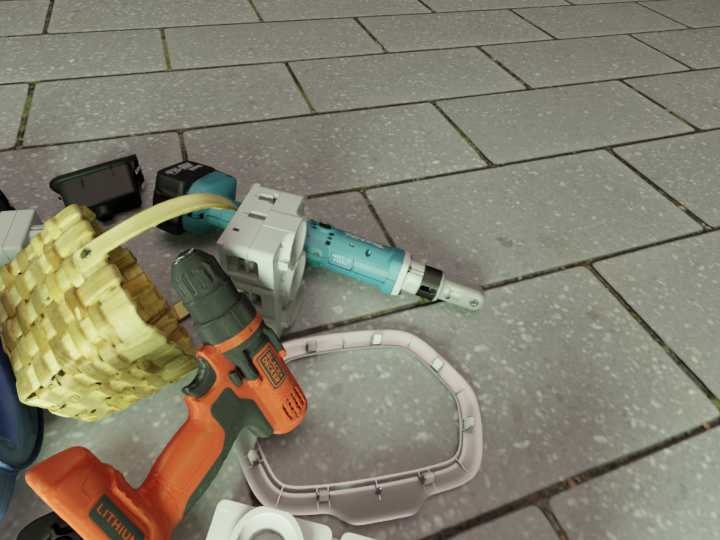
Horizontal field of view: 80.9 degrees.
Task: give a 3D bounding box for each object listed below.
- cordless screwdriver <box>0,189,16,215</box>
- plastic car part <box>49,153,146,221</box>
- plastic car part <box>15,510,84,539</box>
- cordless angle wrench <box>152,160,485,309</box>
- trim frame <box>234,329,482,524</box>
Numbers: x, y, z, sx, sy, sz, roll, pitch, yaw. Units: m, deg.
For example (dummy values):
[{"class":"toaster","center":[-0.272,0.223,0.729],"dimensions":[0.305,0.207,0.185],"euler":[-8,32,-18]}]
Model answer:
[{"class":"cordless screwdriver","center":[-0.517,-0.010,0.475],"dimensions":[0.165,0.072,0.247],"euler":[27,56,16]},{"class":"plastic car part","center":[-0.351,-0.102,0.580],"dimensions":[0.114,0.065,0.073],"euler":[-25,71,-21]},{"class":"plastic car part","center":[-0.172,0.253,0.277],"dimensions":[0.065,0.065,0.214],"euler":[-32,55,-22]},{"class":"cordless angle wrench","center":[-0.052,-0.034,0.532],"dimensions":[0.428,0.073,0.098],"euler":[20,27,6]},{"class":"trim frame","center":[0.000,0.141,0.417],"dimensions":[0.244,0.027,0.192],"euler":[-4,51,-11]}]
